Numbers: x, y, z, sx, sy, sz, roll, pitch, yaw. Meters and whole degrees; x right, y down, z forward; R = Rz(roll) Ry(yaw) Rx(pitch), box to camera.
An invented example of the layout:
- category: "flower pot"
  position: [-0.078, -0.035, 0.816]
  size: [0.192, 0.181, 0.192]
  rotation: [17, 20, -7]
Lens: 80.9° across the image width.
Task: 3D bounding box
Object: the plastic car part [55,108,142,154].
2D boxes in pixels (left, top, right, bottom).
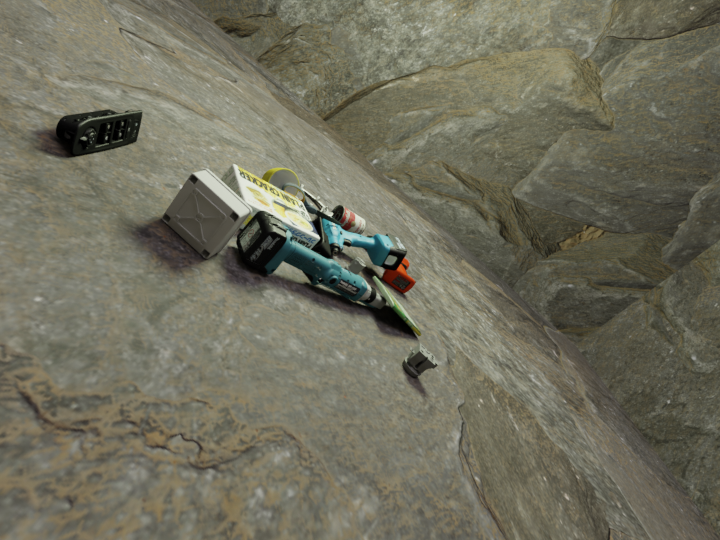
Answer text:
- category: "plastic car part"
  position: [-0.458, -0.253, 0.743]
  size: [0.065, 0.066, 0.208]
  rotation: [28, 22, -14]

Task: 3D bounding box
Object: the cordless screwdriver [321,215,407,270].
- category: "cordless screwdriver"
  position: [0.007, -0.064, 1.171]
  size: [0.241, 0.074, 0.165]
  rotation: [16, 29, -19]

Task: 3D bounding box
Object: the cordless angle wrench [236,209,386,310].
- category: "cordless angle wrench"
  position: [-0.072, 0.007, 0.905]
  size: [0.399, 0.098, 0.078]
  rotation: [30, 20, -42]

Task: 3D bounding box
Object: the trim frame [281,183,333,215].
- category: "trim frame"
  position: [-0.160, -0.218, 1.264]
  size: [0.183, 0.027, 0.250]
  rotation: [38, 10, -6]

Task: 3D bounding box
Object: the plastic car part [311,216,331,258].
- category: "plastic car part"
  position: [-0.103, -0.068, 1.057]
  size: [0.067, 0.067, 0.121]
  rotation: [47, 16, -38]
